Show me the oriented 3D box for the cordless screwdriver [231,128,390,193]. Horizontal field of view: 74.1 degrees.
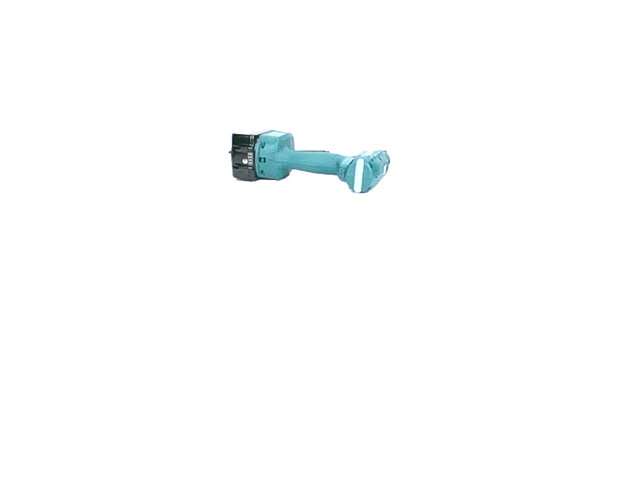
[{"bbox_3d":[-0.010,-0.135,0.699,0.250,0.074,0.158,11,24,17],"label":"cordless screwdriver"}]
